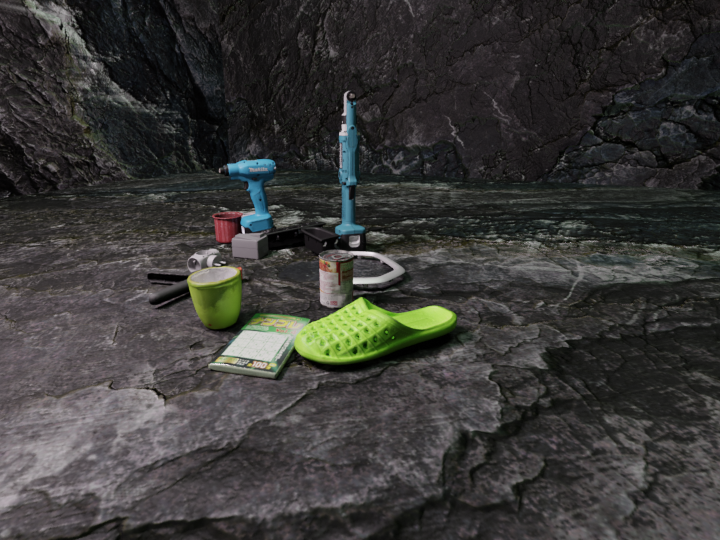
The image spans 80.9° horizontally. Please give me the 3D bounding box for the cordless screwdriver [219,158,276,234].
[{"bbox_3d":[-0.323,-0.196,1.233,0.154,0.244,0.078,-8,19,-24],"label":"cordless screwdriver"}]

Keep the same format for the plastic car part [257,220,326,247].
[{"bbox_3d":[-0.203,-0.104,1.233,0.197,0.066,0.069,-9,20,-22],"label":"plastic car part"}]

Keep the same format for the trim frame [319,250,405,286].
[{"bbox_3d":[-0.004,-0.008,1.011,0.179,0.027,0.260,-8,21,-19],"label":"trim frame"}]

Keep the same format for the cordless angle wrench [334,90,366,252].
[{"bbox_3d":[-0.029,-0.253,1.123,0.073,0.415,0.102,-4,17,-15],"label":"cordless angle wrench"}]

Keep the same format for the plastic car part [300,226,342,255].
[{"bbox_3d":[-0.111,-0.073,1.135,0.063,0.069,0.123,-13,23,-35],"label":"plastic car part"}]
